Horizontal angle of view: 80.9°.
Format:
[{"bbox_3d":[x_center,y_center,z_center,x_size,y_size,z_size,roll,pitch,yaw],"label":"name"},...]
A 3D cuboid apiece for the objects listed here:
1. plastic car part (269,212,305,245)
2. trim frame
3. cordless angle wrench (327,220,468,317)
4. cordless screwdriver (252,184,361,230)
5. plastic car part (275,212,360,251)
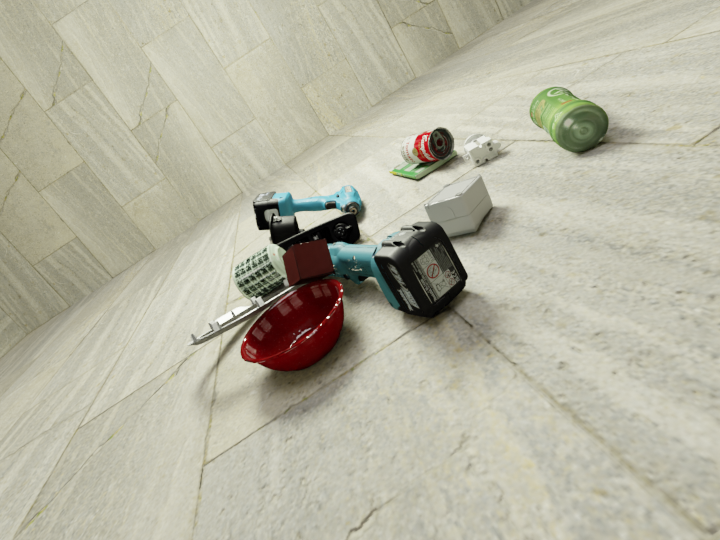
[{"bbox_3d":[-0.154,-0.070,0.924,0.072,0.113,0.067,-4,25,7],"label":"plastic car part"},{"bbox_3d":[-0.181,0.059,0.710,0.189,0.027,0.243,-25,8,45],"label":"trim frame"},{"bbox_3d":[-0.022,-0.013,0.649,0.073,0.095,0.440,-37,19,-21],"label":"cordless angle wrench"},{"bbox_3d":[-0.122,-0.145,0.979,0.249,0.072,0.163,-8,23,1],"label":"cordless screwdriver"},{"bbox_3d":[-0.084,-0.055,0.858,0.208,0.067,0.065,-23,-3,27],"label":"plastic car part"}]
